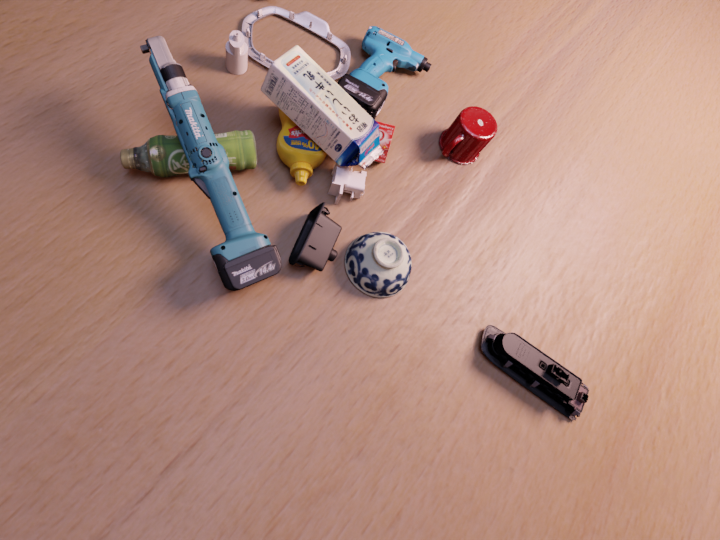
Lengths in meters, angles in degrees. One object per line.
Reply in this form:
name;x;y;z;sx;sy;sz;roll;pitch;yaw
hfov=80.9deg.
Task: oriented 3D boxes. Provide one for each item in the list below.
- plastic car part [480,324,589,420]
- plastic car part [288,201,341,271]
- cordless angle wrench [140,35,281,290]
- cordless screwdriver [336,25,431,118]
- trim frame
plastic car part;0.296;0.166;0.706;0.206;0.066;0.066;34;73;6
plastic car part;-0.071;-0.046;0.725;0.069;0.067;0.117;26;68;-19
cordless angle wrench;-0.245;-0.176;0.671;0.096;0.075;0.423;-22;89;-17
cordless screwdriver;0.046;-0.398;0.880;0.159;0.074;0.250;26;62;-1
trim frame;-0.138;-0.485;0.904;0.250;0.027;0.184;28;65;3
